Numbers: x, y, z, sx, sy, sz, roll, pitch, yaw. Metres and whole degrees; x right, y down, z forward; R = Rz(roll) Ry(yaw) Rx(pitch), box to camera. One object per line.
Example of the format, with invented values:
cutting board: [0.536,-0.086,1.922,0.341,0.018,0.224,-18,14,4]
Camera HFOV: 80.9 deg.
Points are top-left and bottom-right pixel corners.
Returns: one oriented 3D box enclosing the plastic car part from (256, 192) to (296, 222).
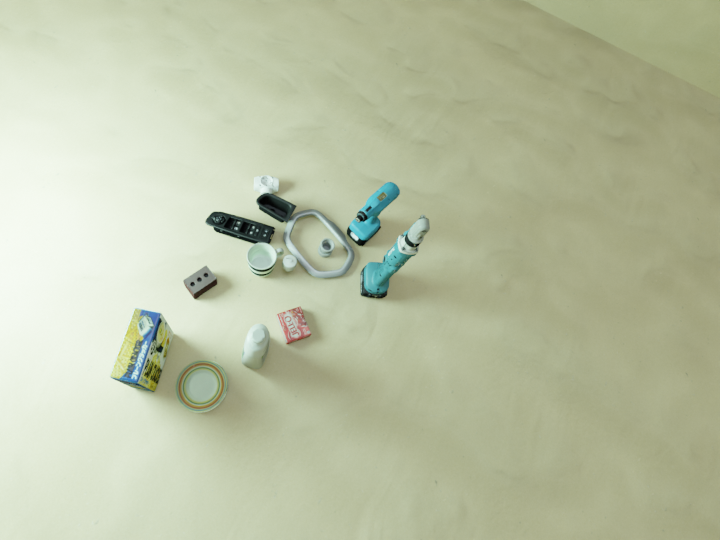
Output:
plastic car part: [-0.267,-0.189,1.313,0.117,0.070,0.066,27,64,0]

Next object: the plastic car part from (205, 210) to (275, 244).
plastic car part: [-0.362,-0.124,1.268,0.202,0.066,0.067,19,65,-3]

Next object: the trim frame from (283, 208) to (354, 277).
trim frame: [-0.129,-0.084,1.316,0.181,0.027,0.254,-38,78,-23]

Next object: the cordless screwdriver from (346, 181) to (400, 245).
cordless screwdriver: [0.018,-0.149,1.251,0.075,0.248,0.157,45,65,4]

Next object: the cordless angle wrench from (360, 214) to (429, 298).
cordless angle wrench: [0.088,-0.028,1.114,0.073,0.422,0.100,6,68,-14]
